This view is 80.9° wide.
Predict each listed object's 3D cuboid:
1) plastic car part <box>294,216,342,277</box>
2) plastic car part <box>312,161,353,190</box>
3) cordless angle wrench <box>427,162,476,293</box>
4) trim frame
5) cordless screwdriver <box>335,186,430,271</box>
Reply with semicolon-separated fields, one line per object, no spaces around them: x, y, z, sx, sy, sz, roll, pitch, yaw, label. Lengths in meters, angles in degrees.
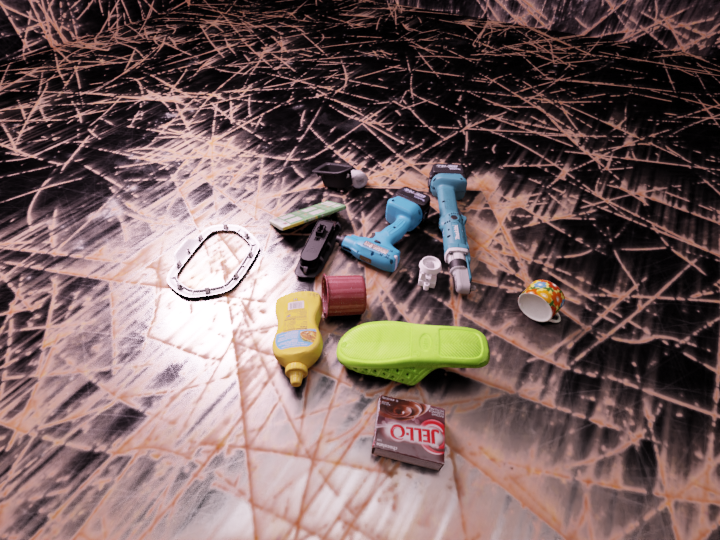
-0.099;-0.065;1.011;0.067;0.065;0.205;16;50;4;plastic car part
-0.069;-0.261;1.194;0.123;0.068;0.065;20;47;39;plastic car part
0.229;-0.113;1.049;0.099;0.072;0.434;2;48;2;cordless angle wrench
-0.348;-0.032;1.003;0.189;0.026;0.250;12;48;13;trim frame
0.061;-0.112;1.046;0.166;0.072;0.247;23;54;21;cordless screwdriver
